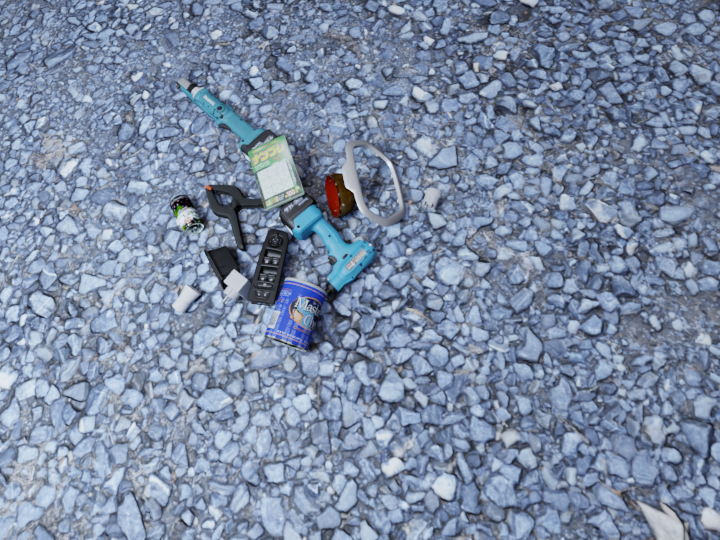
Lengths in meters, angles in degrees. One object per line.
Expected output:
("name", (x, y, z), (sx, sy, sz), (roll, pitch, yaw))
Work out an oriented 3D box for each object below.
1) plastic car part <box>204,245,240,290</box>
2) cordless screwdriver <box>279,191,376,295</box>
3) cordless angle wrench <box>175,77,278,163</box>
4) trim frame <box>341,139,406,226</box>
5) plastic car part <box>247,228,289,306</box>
("plastic car part", (-0.339, -0.019, 1.059), (0.069, 0.065, 0.121), (-23, 65, -20))
("cordless screwdriver", (-0.101, -0.066, 1.037), (0.256, 0.072, 0.158), (41, 79, 15))
("cordless angle wrench", (-0.397, -0.448, 1.218), (0.440, 0.072, 0.097), (41, 78, 21))
("trim frame", (0.034, -0.220, 1.051), (0.175, 0.028, 0.255), (5, 65, -37))
("plastic car part", (-0.213, -0.006, 1.028), (0.068, 0.064, 0.206), (2, 66, 12))
